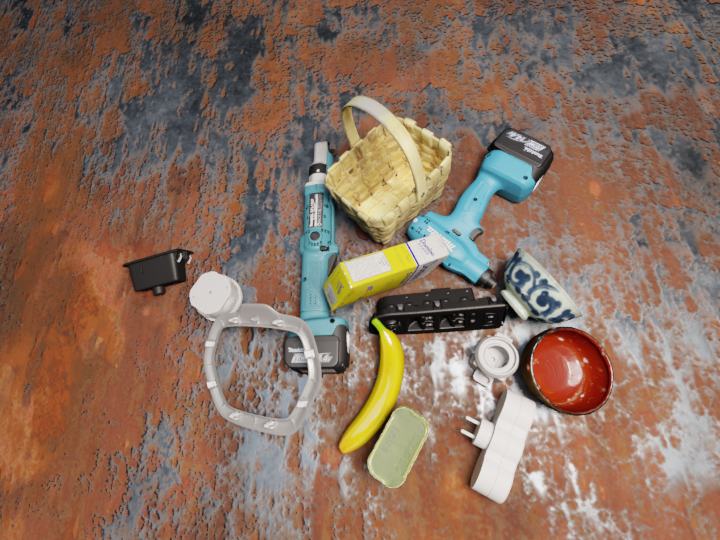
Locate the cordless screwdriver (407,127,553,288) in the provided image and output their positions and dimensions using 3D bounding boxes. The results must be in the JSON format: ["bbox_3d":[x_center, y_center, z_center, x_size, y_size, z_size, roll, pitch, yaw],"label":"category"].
[{"bbox_3d":[0.215,-0.099,0.685,0.166,0.071,0.248,41,85,21],"label":"cordless screwdriver"}]

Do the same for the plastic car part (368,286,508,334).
[{"bbox_3d":[0.110,0.060,0.647,0.205,0.063,0.069,-10,59,7],"label":"plastic car part"}]

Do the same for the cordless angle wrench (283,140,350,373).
[{"bbox_3d":[-0.071,-0.046,0.722,0.099,0.071,0.433,-5,66,8],"label":"cordless angle wrench"}]

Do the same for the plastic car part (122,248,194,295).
[{"bbox_3d":[-0.363,0.007,0.766,0.117,0.064,0.072,-17,82,6],"label":"plastic car part"}]

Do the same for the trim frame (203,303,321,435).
[{"bbox_3d":[-0.159,0.143,0.633,0.260,0.026,0.185,-3,81,37],"label":"trim frame"}]
